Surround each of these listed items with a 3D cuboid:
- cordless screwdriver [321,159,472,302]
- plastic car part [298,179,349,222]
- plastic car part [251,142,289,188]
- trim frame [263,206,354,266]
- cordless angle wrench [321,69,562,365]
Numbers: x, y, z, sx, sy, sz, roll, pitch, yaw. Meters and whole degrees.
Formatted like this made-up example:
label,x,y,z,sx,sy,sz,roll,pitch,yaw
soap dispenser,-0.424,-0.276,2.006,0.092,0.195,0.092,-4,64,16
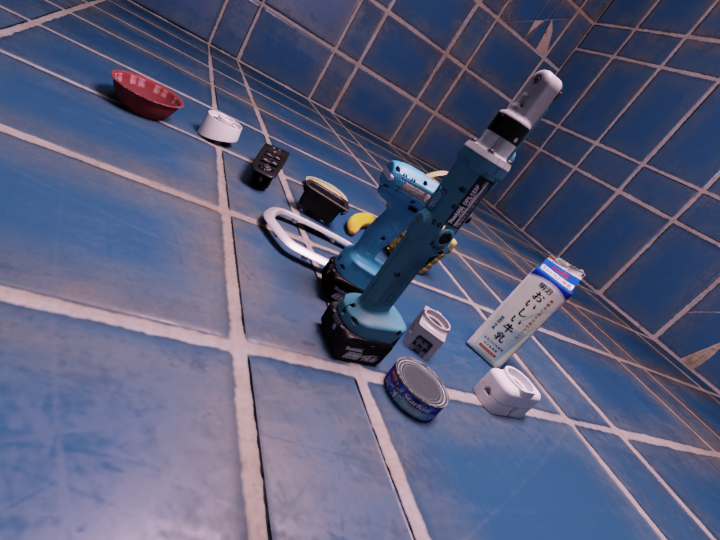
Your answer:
label,x,y,z,sx,sy,sz,roll,pitch,yaw
cordless screwdriver,0.052,-0.039,0.683,0.154,0.249,0.077,27,23,-17
plastic car part,-0.091,-0.151,0.964,0.114,0.071,0.067,28,23,-13
plastic car part,-0.220,-0.243,0.993,0.065,0.067,0.208,27,23,-15
trim frame,-0.081,-0.053,0.831,0.239,0.027,0.191,23,24,-22
cordless angle wrench,0.093,-0.052,0.535,0.093,0.423,0.078,19,27,-33
